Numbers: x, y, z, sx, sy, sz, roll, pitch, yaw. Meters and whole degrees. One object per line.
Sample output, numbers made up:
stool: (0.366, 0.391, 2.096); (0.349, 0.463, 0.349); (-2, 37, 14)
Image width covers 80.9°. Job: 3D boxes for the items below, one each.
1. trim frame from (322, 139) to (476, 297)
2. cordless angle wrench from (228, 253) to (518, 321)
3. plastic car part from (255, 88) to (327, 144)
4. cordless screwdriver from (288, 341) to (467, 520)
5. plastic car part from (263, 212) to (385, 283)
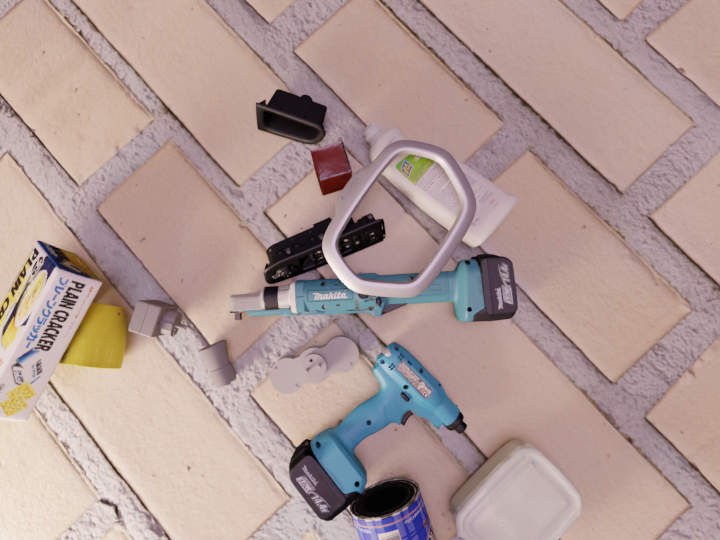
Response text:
trim frame: (0.055, -0.076, 0.611); (0.187, 0.027, 0.248); (33, 85, 7)
cordless angle wrench: (0.007, 0.037, 0.645); (0.426, 0.073, 0.099); (-4, 84, 4)
plastic car part: (-0.106, -0.258, 0.695); (0.117, 0.065, 0.072); (16, 70, 0)
cordless screwdriver: (0.024, 0.246, 0.615); (0.161, 0.074, 0.248); (44, 83, 6)
plastic car part: (-0.065, -0.042, 0.660); (0.202, 0.064, 0.069); (-27, 71, -3)
